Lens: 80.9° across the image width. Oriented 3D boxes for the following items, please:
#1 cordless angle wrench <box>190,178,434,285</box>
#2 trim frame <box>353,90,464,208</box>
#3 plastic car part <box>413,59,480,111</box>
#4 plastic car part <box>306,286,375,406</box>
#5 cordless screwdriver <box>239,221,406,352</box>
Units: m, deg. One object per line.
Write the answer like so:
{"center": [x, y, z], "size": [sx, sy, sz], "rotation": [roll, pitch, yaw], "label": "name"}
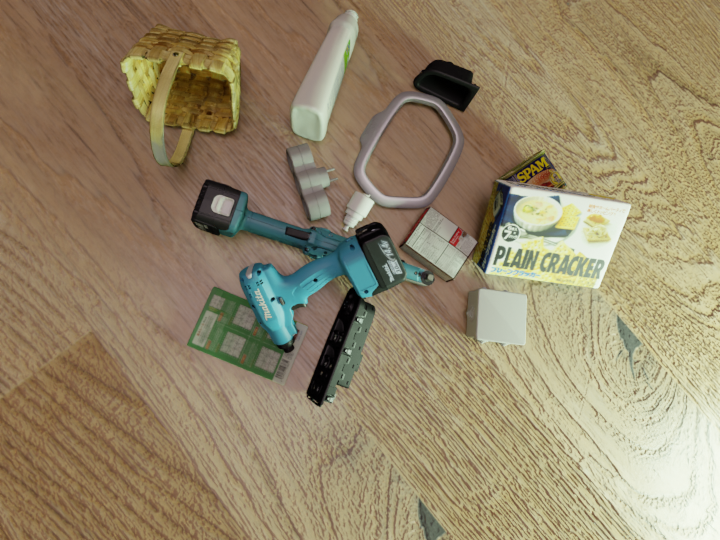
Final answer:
{"center": [-0.071, -0.047, 0.729], "size": [0.417, 0.099, 0.075], "rotation": [18, 80, -7], "label": "cordless angle wrench"}
{"center": [0.091, -0.228, 0.801], "size": [0.184, 0.027, 0.248], "rotation": [30, 81, -1], "label": "trim frame"}
{"center": [0.170, -0.373, 0.820], "size": [0.117, 0.065, 0.071], "rotation": [27, 64, 1], "label": "plastic car part"}
{"center": [-0.024, 0.128, 0.712], "size": [0.065, 0.068, 0.204], "rotation": [20, 79, -15], "label": "plastic car part"}
{"center": [-0.052, 0.030, 0.672], "size": [0.250, 0.076, 0.155], "rotation": [-20, 109, 5], "label": "cordless screwdriver"}
